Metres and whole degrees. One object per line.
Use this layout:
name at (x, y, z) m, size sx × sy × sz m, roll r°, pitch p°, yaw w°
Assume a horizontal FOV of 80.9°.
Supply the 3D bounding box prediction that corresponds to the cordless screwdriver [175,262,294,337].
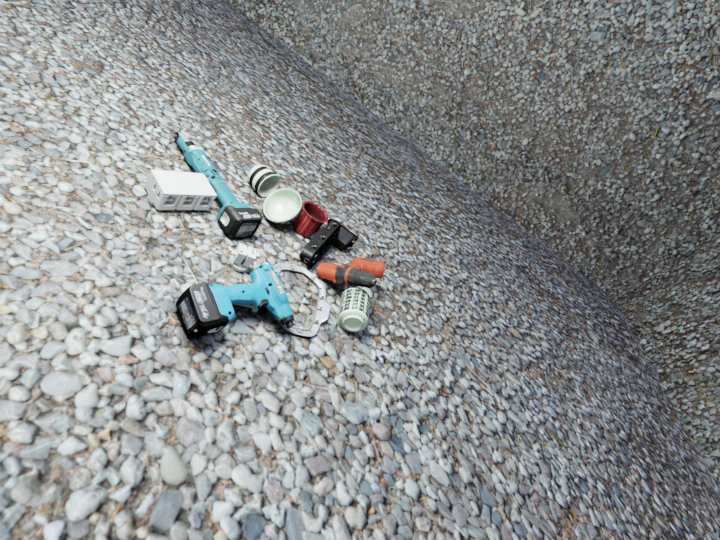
cordless screwdriver at (-0.254, 0.080, 0.905) m, size 0.239 × 0.076 × 0.162 m, roll -18°, pitch 73°, yaw -50°

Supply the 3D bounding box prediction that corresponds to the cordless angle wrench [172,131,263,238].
cordless angle wrench at (-0.428, -0.263, 1.209) m, size 0.094 × 0.074 × 0.441 m, roll -7°, pitch 50°, yaw -51°

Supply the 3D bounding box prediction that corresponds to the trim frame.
trim frame at (-0.161, 0.066, 1.086) m, size 0.180 × 0.028 × 0.253 m, roll 31°, pitch 30°, yaw -14°

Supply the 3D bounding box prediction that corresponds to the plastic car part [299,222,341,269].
plastic car part at (-0.123, -0.081, 1.260) m, size 0.068 × 0.065 × 0.203 m, roll 26°, pitch 42°, yaw 3°

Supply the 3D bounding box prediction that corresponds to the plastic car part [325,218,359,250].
plastic car part at (-0.076, -0.108, 1.378) m, size 0.117 × 0.066 × 0.070 m, roll 36°, pitch 45°, yaw 1°
